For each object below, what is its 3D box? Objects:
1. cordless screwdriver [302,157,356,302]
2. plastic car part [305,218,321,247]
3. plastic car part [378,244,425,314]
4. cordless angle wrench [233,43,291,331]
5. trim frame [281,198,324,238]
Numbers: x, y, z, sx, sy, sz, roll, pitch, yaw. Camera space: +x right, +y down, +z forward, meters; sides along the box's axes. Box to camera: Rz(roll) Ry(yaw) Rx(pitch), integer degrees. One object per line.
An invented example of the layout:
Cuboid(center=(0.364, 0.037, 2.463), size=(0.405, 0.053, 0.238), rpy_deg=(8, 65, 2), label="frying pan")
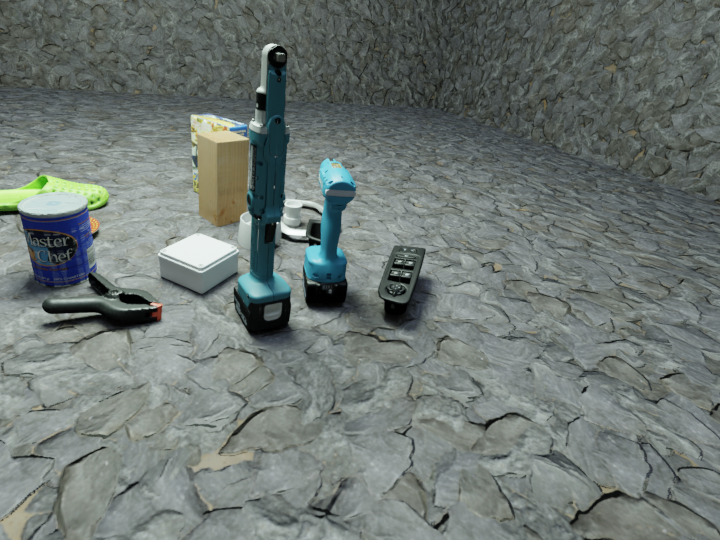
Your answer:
Cuboid(center=(-0.060, -0.074, 0.767), size=(0.073, 0.244, 0.165), rpy_deg=(2, 28, -13), label="cordless screwdriver")
Cuboid(center=(-0.089, -0.058, 0.913), size=(0.066, 0.069, 0.119), rpy_deg=(7, 28, -1), label="plastic car part")
Cuboid(center=(0.076, 0.019, 0.811), size=(0.068, 0.065, 0.203), rpy_deg=(13, 29, 9), label="plastic car part")
Cuboid(center=(-0.139, -0.104, 0.628), size=(0.072, 0.414, 0.104), rpy_deg=(-8, 32, -30), label="cordless angle wrench")
Cuboid(center=(-0.159, -0.137, 1.085), size=(0.178, 0.027, 0.262), rpy_deg=(-9, 32, -26), label="trim frame")
